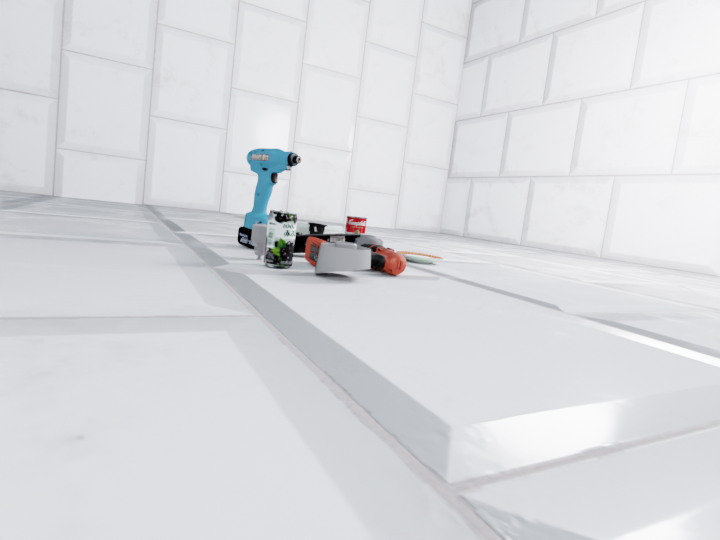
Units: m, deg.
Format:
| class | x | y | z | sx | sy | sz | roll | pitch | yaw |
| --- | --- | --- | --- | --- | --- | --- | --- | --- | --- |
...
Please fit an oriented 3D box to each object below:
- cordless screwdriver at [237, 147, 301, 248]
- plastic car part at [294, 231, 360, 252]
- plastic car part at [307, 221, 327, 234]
| class | x | y | z | sx | sy | sz | roll | pitch | yaw |
| --- | --- | --- | --- | --- | --- | --- | --- | --- | --- |
| cordless screwdriver | -0.220 | -0.173 | 1.032 | 0.168 | 0.247 | 0.071 | 11 | 7 | 36 |
| plastic car part | -0.099 | -0.065 | 1.016 | 0.194 | 0.067 | 0.070 | 2 | 8 | -31 |
| plastic car part | -0.138 | -0.115 | 1.321 | 0.066 | 0.070 | 0.117 | 6 | 7 | -4 |
